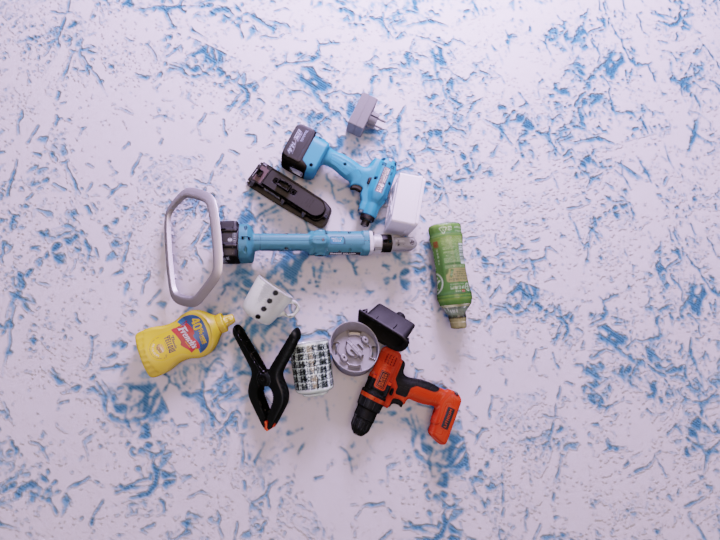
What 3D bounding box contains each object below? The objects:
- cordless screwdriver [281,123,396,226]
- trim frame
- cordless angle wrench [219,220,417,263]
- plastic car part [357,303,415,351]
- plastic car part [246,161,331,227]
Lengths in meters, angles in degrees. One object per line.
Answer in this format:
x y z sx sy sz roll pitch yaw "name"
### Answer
-0.056 -0.207 0.929 0.247 0.074 0.160 22 79 -3 "cordless screwdriver"
-0.343 -0.050 0.853 0.190 0.026 0.253 -18 76 29 "trim frame"
-0.087 -0.057 0.891 0.418 0.098 0.075 0 78 -7 "cordless angle wrench"
0.060 0.110 0.868 0.122 0.064 0.070 25 49 26 "plastic car part"
-0.150 -0.170 0.924 0.203 0.067 0.066 34 72 0 "plastic car part"
